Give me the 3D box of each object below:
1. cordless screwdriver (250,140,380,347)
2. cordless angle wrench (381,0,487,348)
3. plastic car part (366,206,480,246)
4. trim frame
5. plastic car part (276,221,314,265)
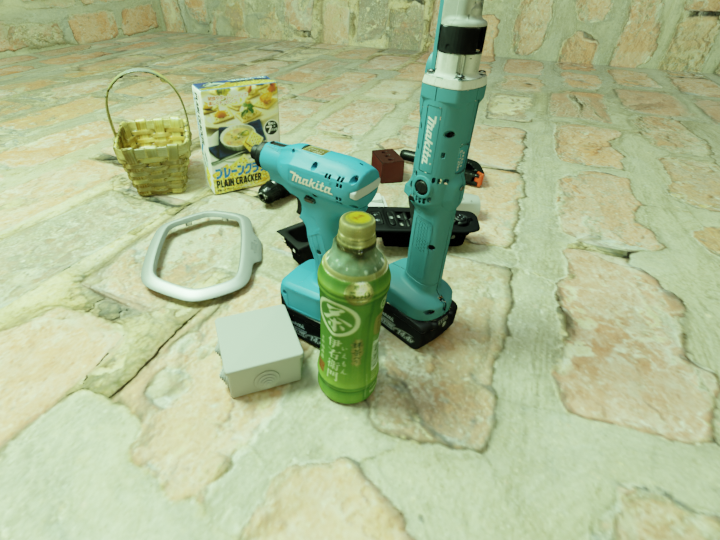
[{"bbox_3d":[-0.064,-0.031,0.512,0.167,0.242,0.073,25,40,28],"label":"cordless screwdriver"},{"bbox_3d":[0.081,-0.097,0.459,0.072,0.411,0.104,-24,44,-35],"label":"cordless angle wrench"},{"bbox_3d":[0.101,-0.069,0.714,0.201,0.065,0.069,-3,36,-5],"label":"plastic car part"},{"bbox_3d":[-0.255,-0.033,0.694,0.182,0.027,0.259,-6,36,-9],"label":"trim frame"},{"bbox_3d":[-0.066,-0.043,0.675,0.113,0.069,0.070,-22,42,-29],"label":"plastic car part"}]
